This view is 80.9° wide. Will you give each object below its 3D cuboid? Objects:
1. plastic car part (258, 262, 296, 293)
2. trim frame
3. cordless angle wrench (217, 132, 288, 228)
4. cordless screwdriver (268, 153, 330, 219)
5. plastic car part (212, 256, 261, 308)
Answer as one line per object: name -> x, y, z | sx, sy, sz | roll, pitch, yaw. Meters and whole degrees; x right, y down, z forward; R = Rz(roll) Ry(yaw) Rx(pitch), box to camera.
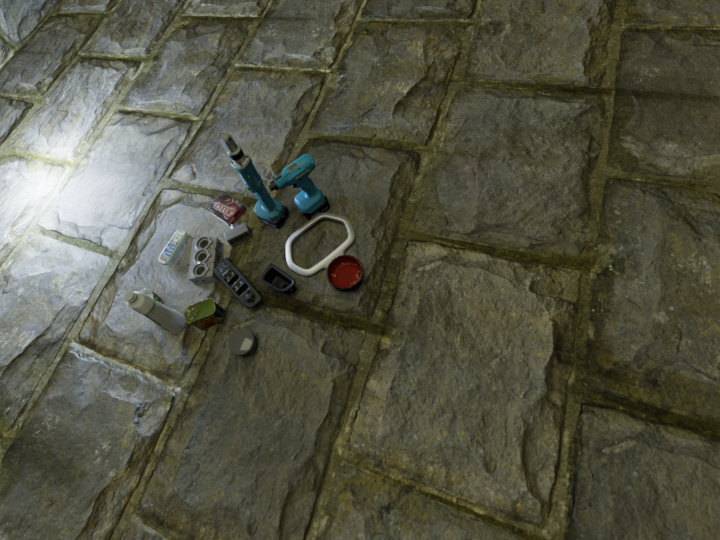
plastic car part -> -0.247, 0.039, 1.315 | 0.122, 0.068, 0.066 | 29, 73, 24
trim frame -> -0.134, -0.088, 1.375 | 0.247, 0.026, 0.193 | -39, 61, -7
cordless angle wrench -> -0.330, -0.271, 1.301 | 0.102, 0.406, 0.074 | 23, 71, 19
cordless screwdriver -> -0.193, -0.248, 1.350 | 0.158, 0.238, 0.078 | -36, 64, -8
plastic car part -> -0.386, 0.049, 1.347 | 0.066, 0.064, 0.213 | -43, 62, -11
